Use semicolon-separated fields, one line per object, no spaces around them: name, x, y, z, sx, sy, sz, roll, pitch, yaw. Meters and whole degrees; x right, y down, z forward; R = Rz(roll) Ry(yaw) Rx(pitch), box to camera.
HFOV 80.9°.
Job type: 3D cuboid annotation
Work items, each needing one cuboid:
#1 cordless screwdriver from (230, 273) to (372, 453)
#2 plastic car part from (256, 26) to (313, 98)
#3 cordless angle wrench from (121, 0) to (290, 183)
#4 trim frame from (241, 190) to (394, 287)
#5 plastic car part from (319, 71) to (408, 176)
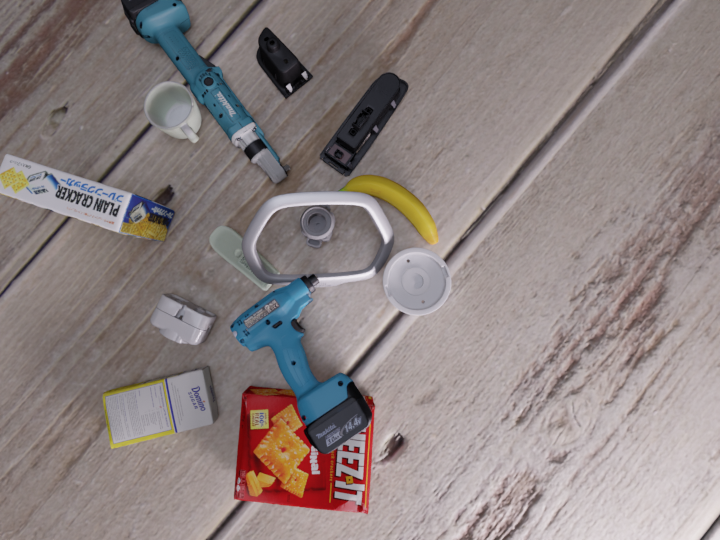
cordless screwdriver;-0.072;0.133;0.648;0.158;0.072;0.257;-37;71;-9
plastic car part;-0.147;-0.382;0.755;0.066;0.071;0.117;-39;88;-3
cordless angle wrench;-0.268;-0.327;0.758;0.097;0.074;0.425;-36;87;-11
trim frame;-0.067;-0.044;0.686;0.245;0.028;0.179;-3;120;-8
plastic car part;0.008;-0.269;0.741;0.068;0.065;0.203;35;85;10
